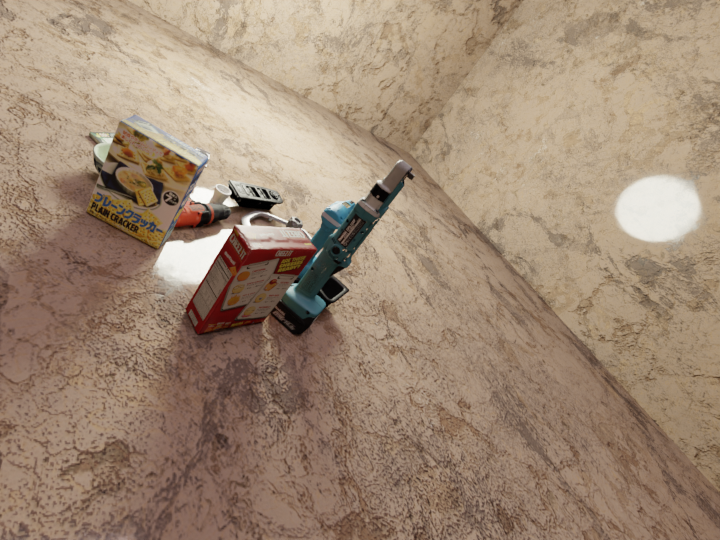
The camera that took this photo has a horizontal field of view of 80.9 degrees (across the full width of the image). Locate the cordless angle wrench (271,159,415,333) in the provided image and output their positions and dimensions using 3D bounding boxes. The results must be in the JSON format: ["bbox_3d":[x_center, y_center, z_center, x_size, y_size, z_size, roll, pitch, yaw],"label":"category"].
[{"bbox_3d":[-0.039,-0.044,0.846,0.099,0.424,0.073,41,26,6],"label":"cordless angle wrench"}]

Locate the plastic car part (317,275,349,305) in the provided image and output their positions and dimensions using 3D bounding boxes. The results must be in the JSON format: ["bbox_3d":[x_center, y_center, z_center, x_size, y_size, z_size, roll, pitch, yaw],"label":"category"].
[{"bbox_3d":[-0.085,0.064,1.015,0.067,0.071,0.114,40,26,5],"label":"plastic car part"}]

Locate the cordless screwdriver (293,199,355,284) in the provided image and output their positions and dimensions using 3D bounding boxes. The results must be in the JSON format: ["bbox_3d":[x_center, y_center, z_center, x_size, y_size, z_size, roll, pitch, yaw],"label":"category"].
[{"bbox_3d":[-0.099,-0.065,1.011,0.075,0.249,0.157,39,26,1],"label":"cordless screwdriver"}]

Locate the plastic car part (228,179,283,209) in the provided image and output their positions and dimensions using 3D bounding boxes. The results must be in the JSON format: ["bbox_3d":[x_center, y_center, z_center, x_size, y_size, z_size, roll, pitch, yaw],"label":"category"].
[{"bbox_3d":[-0.302,-0.207,1.217,0.069,0.067,0.194,48,28,21],"label":"plastic car part"}]

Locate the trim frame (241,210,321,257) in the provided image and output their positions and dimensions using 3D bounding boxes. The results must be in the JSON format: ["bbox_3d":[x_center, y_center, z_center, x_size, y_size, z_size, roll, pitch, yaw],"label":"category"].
[{"bbox_3d":[-0.216,-0.091,1.171,0.238,0.027,0.191,23,28,-24],"label":"trim frame"}]
